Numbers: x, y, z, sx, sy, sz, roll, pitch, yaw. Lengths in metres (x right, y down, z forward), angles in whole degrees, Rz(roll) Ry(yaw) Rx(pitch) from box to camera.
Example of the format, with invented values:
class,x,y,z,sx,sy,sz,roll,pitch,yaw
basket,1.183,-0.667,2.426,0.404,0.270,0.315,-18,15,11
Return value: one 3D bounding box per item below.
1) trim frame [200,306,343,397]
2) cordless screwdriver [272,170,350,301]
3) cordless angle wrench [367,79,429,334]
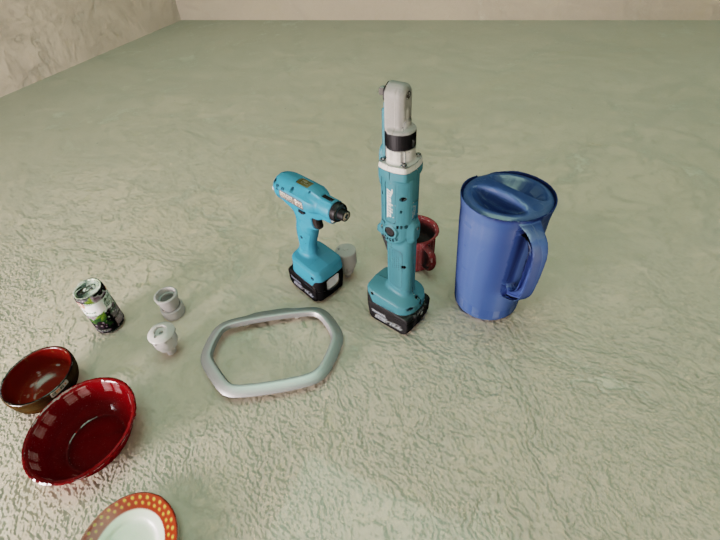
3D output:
class,x,y,z,sx,sy,sz,roll,pitch,yaw
trim frame,-0.152,0.132,0.732,0.248,0.026,0.192,-11,43,-3
cordless screwdriver,-0.074,-0.048,0.755,0.073,0.239,0.168,-35,50,-29
cordless angle wrench,0.058,-0.071,0.635,0.103,0.407,0.073,28,51,30
